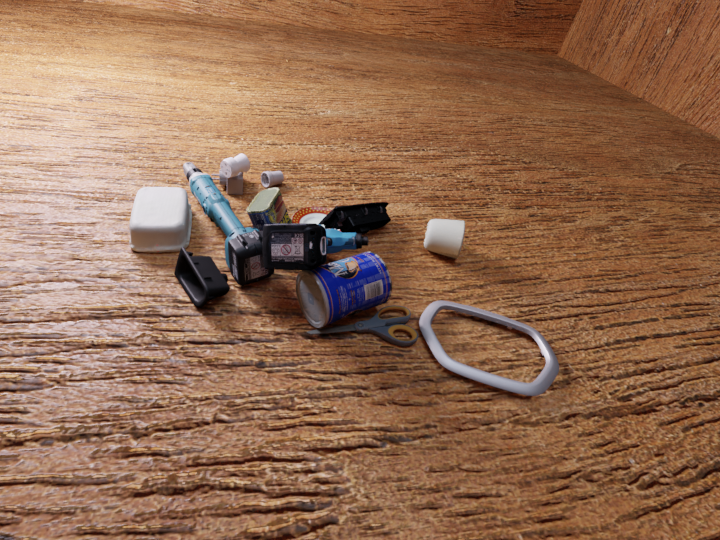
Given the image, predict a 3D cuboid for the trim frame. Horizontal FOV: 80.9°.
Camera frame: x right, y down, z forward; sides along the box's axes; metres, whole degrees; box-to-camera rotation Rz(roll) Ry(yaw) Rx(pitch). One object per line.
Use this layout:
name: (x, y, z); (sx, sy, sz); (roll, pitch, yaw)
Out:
trim frame: (0.227, 0.130, 0.756); (0.252, 0.027, 0.186); (14, 41, 7)

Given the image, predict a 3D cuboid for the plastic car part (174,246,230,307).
plastic car part: (-0.278, 0.015, 0.764); (0.068, 0.065, 0.122); (-12, 46, -47)

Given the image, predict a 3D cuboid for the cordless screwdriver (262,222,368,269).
cordless screwdriver: (-0.075, -0.049, 0.770); (0.162, 0.074, 0.246); (0, 6, 8)

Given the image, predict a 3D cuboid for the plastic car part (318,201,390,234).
plastic car part: (0.004, -0.116, 0.947); (0.196, 0.067, 0.069); (-21, 68, -47)

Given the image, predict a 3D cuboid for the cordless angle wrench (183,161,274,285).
cordless angle wrench: (-0.308, -0.134, 0.905); (0.072, 0.095, 0.447); (-18, 45, -28)
